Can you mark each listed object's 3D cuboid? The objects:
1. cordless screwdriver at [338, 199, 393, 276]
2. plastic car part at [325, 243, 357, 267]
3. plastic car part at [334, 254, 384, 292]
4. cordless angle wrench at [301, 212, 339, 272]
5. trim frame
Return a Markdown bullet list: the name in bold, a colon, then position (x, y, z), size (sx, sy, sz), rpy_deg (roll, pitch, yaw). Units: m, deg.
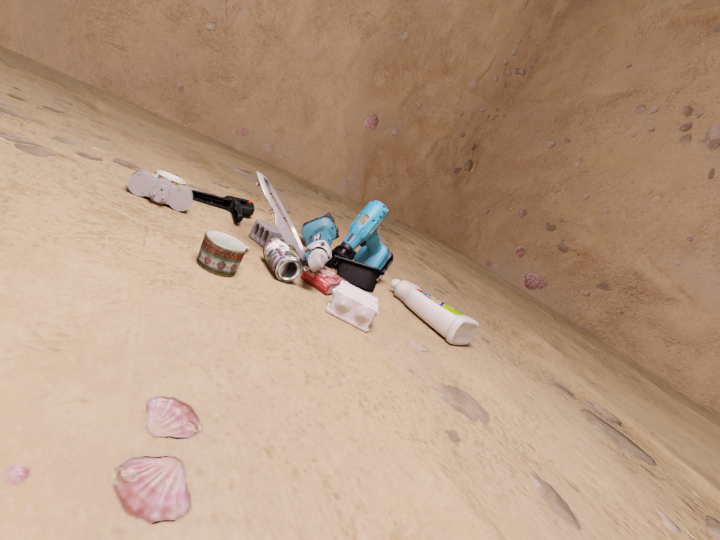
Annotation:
- **cordless screwdriver**: position (0.013, -0.050, 1.076), size (0.078, 0.158, 0.239), rpy_deg (30, -21, 22)
- **plastic car part**: position (-0.045, -0.041, 1.166), size (0.067, 0.066, 0.201), rpy_deg (38, 13, 0)
- **plastic car part**: position (-0.011, 0.016, 0.978), size (0.120, 0.071, 0.064), rpy_deg (20, -9, 17)
- **cordless angle wrench**: position (-0.100, -0.066, 1.027), size (0.430, 0.098, 0.073), rpy_deg (-104, 172, -74)
- **trim frame**: position (-0.188, -0.125, 1.002), size (0.192, 0.027, 0.238), rpy_deg (-119, -176, -61)
